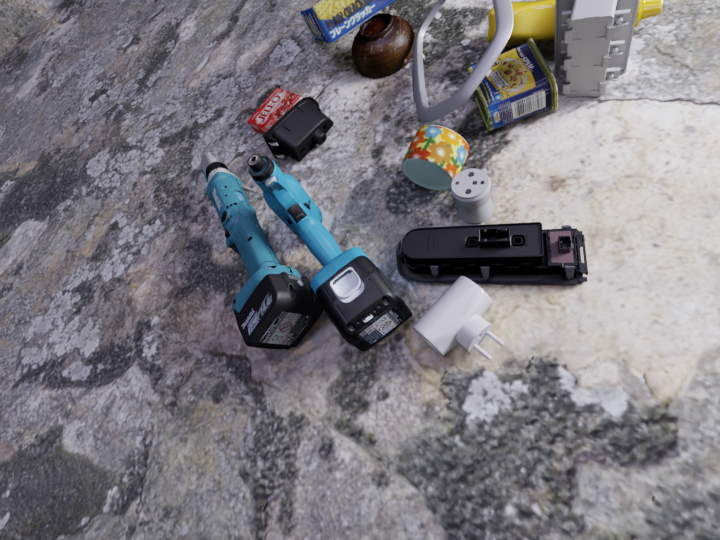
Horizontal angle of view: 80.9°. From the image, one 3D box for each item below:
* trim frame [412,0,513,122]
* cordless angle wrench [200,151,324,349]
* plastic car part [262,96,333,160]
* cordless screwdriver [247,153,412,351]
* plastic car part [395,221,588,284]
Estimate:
[{"bbox_3d":[0.131,-0.320,0.596,0.188,0.026,0.255,-32,49,46],"label":"trim frame"},{"bbox_3d":[-0.184,-0.072,0.640,0.098,0.070,0.446,-54,46,21],"label":"cordless angle wrench"},{"bbox_3d":[-0.092,-0.228,0.696,0.116,0.063,0.074,-45,69,-7],"label":"plastic car part"},{"bbox_3d":[-0.049,-0.032,0.504,0.074,0.151,0.262,-38,56,1],"label":"cordless screwdriver"},{"bbox_3d":[0.132,-0.021,0.469,0.211,0.063,0.067,-2,70,28],"label":"plastic car part"}]
